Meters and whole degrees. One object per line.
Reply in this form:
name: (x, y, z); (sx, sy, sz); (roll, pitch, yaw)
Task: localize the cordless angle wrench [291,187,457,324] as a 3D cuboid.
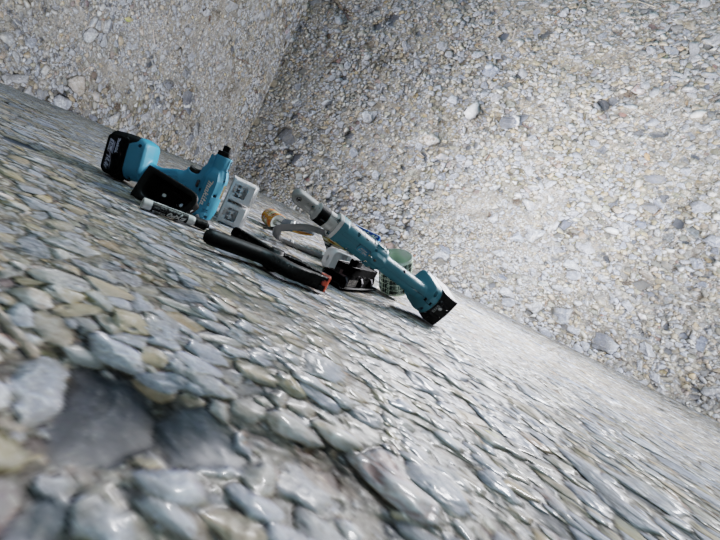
cordless angle wrench: (0.026, -0.034, 0.872); (0.407, 0.075, 0.101); (36, 18, -21)

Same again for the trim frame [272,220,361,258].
trim frame: (-0.104, -0.068, 1.059); (0.238, 0.028, 0.189); (20, -22, -25)

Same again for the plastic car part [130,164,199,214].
plastic car part: (-0.356, -0.136, 0.797); (0.117, 0.066, 0.070); (29, -9, 2)

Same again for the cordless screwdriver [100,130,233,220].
cordless screwdriver: (-0.395, -0.223, 0.880); (0.249, 0.159, 0.074); (24, 5, 0)

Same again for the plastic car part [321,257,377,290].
plastic car part: (-0.015, 0.009, 0.908); (0.069, 0.067, 0.194); (21, 1, 25)
